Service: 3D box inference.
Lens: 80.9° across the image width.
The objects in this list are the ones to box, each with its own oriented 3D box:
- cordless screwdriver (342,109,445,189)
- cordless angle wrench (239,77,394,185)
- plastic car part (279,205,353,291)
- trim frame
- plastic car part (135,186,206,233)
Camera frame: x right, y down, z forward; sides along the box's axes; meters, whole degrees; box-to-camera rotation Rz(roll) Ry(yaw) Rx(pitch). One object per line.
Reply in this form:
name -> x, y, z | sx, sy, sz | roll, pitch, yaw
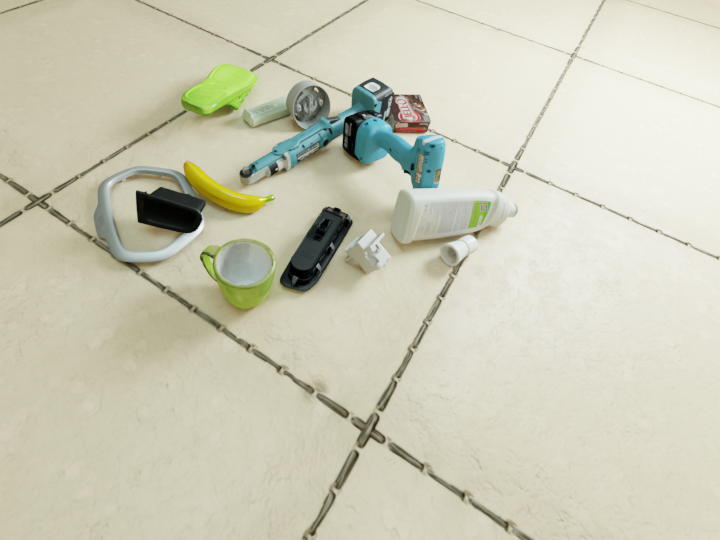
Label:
cordless screwdriver -> 0.065, -0.232, 0.880 | 0.072, 0.154, 0.263 | -24, 45, -29
cordless angle wrench -> -0.093, -0.297, 0.931 | 0.077, 0.095, 0.417 | 40, 62, 19
plastic car part -> -0.074, -0.048, 0.753 | 0.067, 0.066, 0.203 | 26, 56, 2
trim frame -> -0.394, -0.111, 0.782 | 0.180, 0.027, 0.260 | -19, 59, -22
plastic car part -> -0.326, -0.113, 0.748 | 0.116, 0.065, 0.072 | 13, 38, -3
